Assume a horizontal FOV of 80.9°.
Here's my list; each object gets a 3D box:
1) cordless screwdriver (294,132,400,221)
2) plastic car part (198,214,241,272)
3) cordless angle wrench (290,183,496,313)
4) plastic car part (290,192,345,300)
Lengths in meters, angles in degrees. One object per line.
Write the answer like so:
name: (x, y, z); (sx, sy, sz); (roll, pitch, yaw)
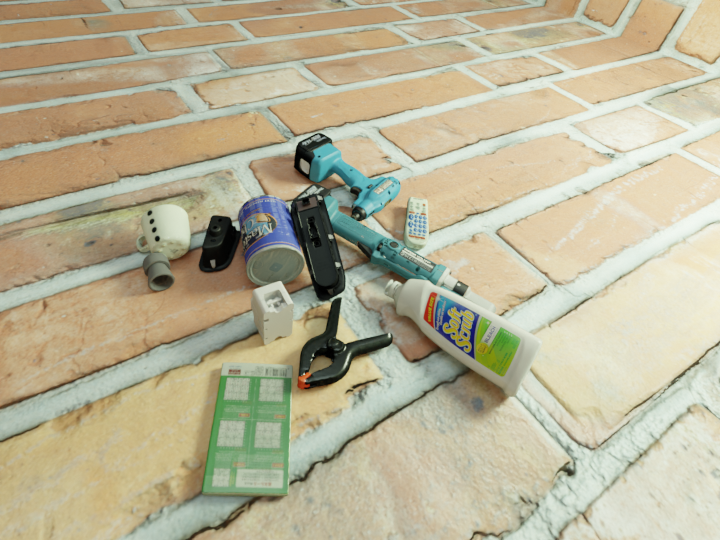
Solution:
cordless screwdriver: (-0.049, -0.207, 0.957); (0.258, 0.073, 0.157); (34, 52, 19)
plastic car part: (-0.268, -0.060, 0.795); (0.066, 0.069, 0.120); (5, 44, -3)
cordless angle wrench: (0.055, -0.031, 0.805); (0.438, 0.072, 0.097); (31, 51, 18)
plastic car part: (-0.075, -0.049, 0.762); (0.066, 0.066, 0.207); (-15, 77, -6)
